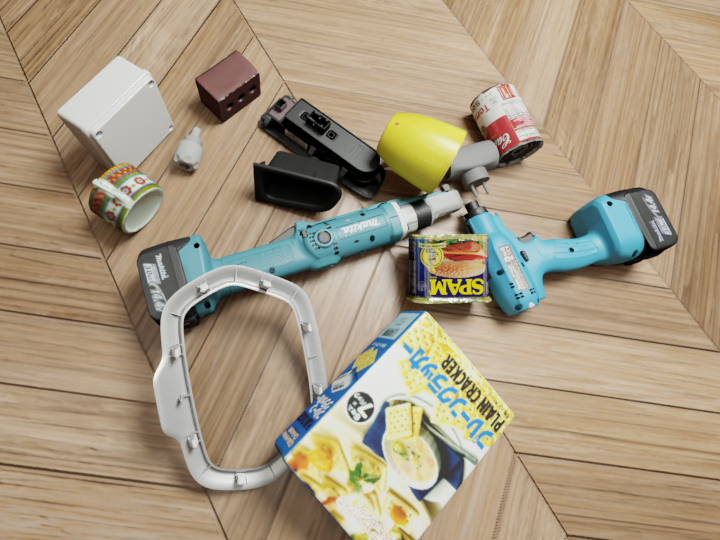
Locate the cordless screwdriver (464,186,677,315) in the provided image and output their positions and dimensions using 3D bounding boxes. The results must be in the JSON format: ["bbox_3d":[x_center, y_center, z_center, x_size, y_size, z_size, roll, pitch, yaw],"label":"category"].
[{"bbox_3d":[0.273,-0.052,0.576,0.246,0.073,0.163,-19,75,-8],"label":"cordless screwdriver"}]

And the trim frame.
[{"bbox_3d":[-0.124,0.117,0.460,0.179,0.028,0.247,-11,95,-21],"label":"trim frame"}]

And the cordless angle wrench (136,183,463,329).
[{"bbox_3d":[-0.053,-0.034,0.539,0.416,0.074,0.100,-18,77,-14],"label":"cordless angle wrench"}]

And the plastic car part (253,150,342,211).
[{"bbox_3d":[-0.079,-0.126,0.569,0.117,0.064,0.072,10,53,2],"label":"plastic car part"}]

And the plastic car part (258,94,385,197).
[{"bbox_3d":[-0.046,-0.184,0.595,0.205,0.067,0.066,38,64,4],"label":"plastic car part"}]
